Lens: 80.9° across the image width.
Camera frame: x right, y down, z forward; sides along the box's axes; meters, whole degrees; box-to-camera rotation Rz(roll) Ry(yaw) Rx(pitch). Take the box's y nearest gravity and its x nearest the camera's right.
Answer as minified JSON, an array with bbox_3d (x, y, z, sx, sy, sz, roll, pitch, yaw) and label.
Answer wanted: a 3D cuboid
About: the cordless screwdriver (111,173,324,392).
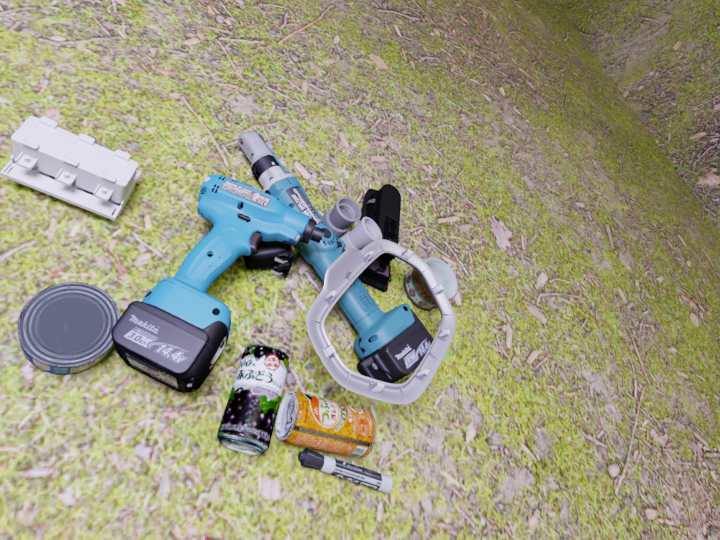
[{"bbox_3d":[-0.145,0.008,0.471,0.159,0.074,0.252,20,56,-2],"label":"cordless screwdriver"}]

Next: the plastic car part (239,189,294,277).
[{"bbox_3d":[-0.141,-0.048,0.572,0.069,0.066,0.120,-15,67,-25],"label":"plastic car part"}]

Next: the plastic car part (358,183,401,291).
[{"bbox_3d":[0.034,-0.071,0.699,0.065,0.067,0.208,19,49,-16],"label":"plastic car part"}]

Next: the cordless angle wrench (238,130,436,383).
[{"bbox_3d":[-0.060,-0.039,0.610,0.095,0.075,0.433,-25,74,-41],"label":"cordless angle wrench"}]

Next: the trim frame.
[{"bbox_3d":[0.035,0.051,0.538,0.186,0.027,0.245,41,49,5],"label":"trim frame"}]
